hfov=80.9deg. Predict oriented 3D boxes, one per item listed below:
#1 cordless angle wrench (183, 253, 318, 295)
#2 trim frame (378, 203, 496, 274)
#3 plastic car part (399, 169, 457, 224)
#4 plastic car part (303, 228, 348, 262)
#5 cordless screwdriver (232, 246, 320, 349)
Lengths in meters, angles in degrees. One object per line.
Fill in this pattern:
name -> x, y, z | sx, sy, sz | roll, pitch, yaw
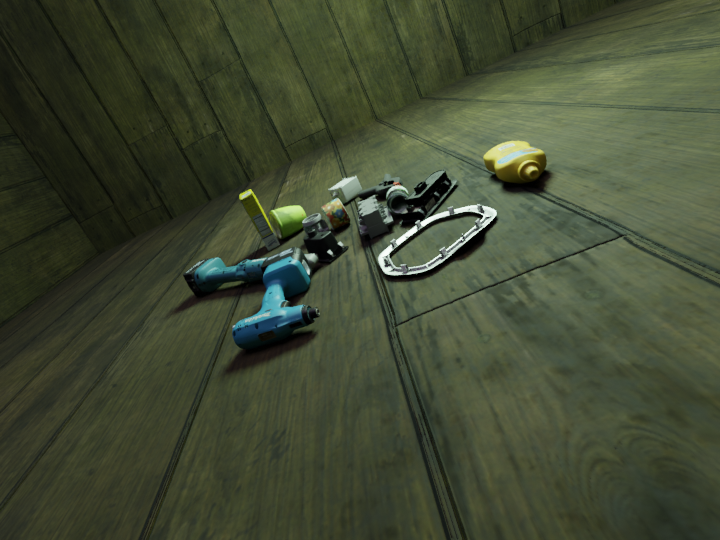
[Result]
cordless angle wrench -> -0.278, 0.000, 1.057 | 0.441, 0.072, 0.097 | -7, 29, 35
trim frame -> 0.139, -0.063, 0.791 | 0.244, 0.027, 0.193 | -35, 25, -23
plastic car part -> 0.155, -0.178, 0.979 | 0.069, 0.065, 0.199 | -13, 22, 48
plastic car part -> -0.097, -0.063, 0.990 | 0.065, 0.069, 0.122 | -38, 27, -32
cordless screwdriver -> -0.139, 0.042, 0.812 | 0.162, 0.071, 0.253 | -20, 27, 15
